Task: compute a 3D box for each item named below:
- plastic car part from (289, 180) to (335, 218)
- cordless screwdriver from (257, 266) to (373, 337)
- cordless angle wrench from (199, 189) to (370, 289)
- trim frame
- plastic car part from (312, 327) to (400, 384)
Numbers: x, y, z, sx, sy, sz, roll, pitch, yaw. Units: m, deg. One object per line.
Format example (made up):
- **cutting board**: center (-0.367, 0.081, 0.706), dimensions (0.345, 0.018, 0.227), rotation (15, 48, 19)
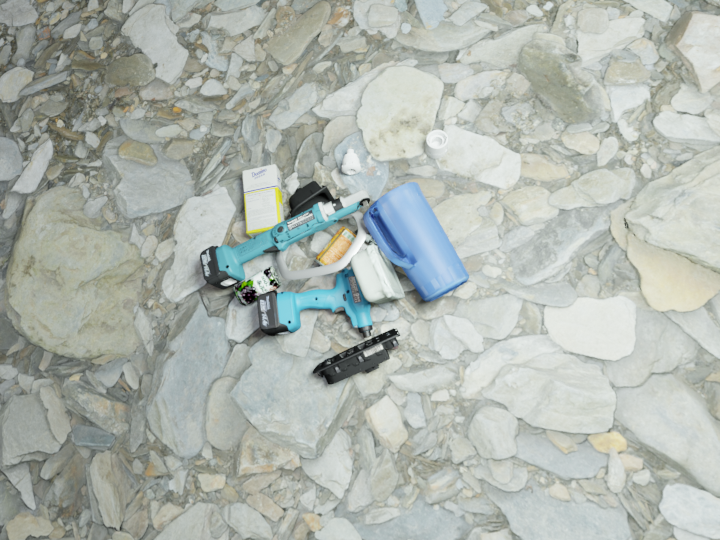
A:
- **plastic car part**: center (-0.133, -0.179, 1.045), dimensions (0.117, 0.063, 0.074), rotation (-30, 58, 5)
- **cordless screwdriver**: center (-0.100, 0.096, 0.950), dimensions (0.250, 0.072, 0.163), rotation (-15, 73, 3)
- **cordless angle wrench**: center (-0.174, -0.083, 0.978), dimensions (0.428, 0.071, 0.101), rotation (-25, 65, 13)
- **trim frame**: center (-0.095, -0.062, 0.970), dimensions (0.257, 0.026, 0.188), rotation (-13, 53, 29)
- **plastic car part**: center (-0.004, 0.190, 0.912), dimensions (0.204, 0.067, 0.066), rotation (-21, 99, 4)
